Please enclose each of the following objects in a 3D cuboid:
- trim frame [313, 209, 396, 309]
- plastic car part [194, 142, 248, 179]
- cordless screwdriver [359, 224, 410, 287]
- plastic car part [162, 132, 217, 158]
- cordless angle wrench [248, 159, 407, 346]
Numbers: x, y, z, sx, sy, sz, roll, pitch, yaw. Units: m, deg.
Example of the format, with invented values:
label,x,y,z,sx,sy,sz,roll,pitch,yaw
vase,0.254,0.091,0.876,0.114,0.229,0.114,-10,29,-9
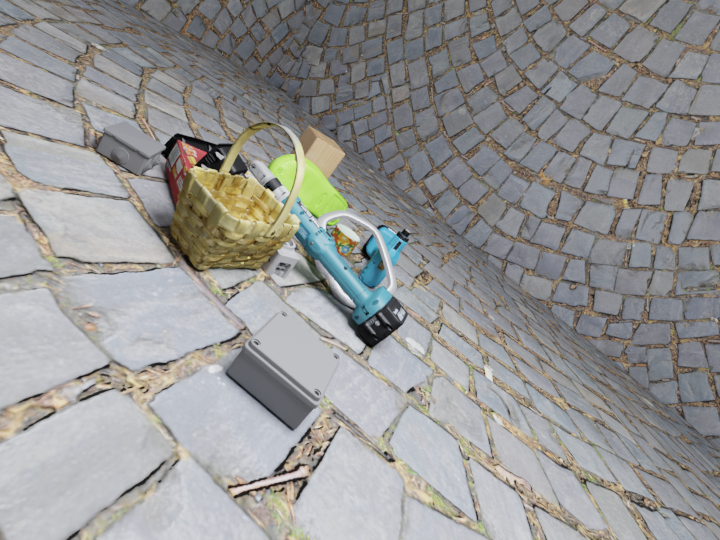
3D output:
label,x,y,z,sx,sy,sz,roll,pitch,yaw
trim frame,-0.014,-0.027,0.910,0.177,0.028,0.257,0,60,-28
plastic car part,-0.246,-0.195,0.797,0.070,0.067,0.116,54,16,-6
cordless screwdriver,0.068,-0.062,1.079,0.074,0.159,0.250,35,17,-7
plastic car part,-0.353,-0.258,0.966,0.068,0.067,0.197,51,21,9
cordless angle wrench,-0.079,-0.052,0.808,0.429,0.075,0.096,50,17,8
